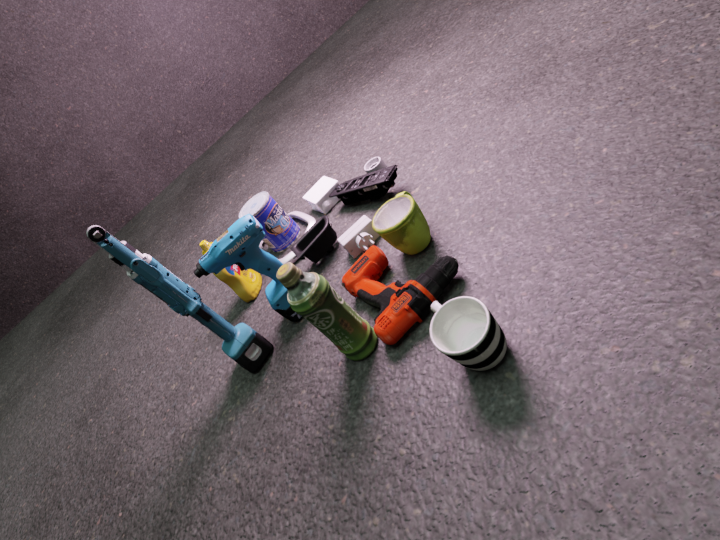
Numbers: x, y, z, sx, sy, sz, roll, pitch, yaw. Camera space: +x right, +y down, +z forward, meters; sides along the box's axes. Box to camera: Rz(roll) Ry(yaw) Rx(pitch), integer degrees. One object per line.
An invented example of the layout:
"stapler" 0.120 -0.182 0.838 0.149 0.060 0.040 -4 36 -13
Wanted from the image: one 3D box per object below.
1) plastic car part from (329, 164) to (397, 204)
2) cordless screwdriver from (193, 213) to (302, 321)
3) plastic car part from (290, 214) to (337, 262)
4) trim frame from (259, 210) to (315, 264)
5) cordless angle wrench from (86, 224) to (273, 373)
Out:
"plastic car part" 0.010 -0.201 1.035 0.213 0.064 0.066 -2 51 44
"cordless screwdriver" -0.207 0.015 0.869 0.159 0.236 0.078 -41 32 2
"plastic car part" -0.097 -0.063 0.992 0.116 0.067 0.069 -44 34 -2
"trim frame" -0.210 -0.087 1.163 0.183 0.026 0.262 -49 35 -9
"cordless angle wrench" -0.339 0.056 0.811 0.103 0.402 0.074 14 61 53
